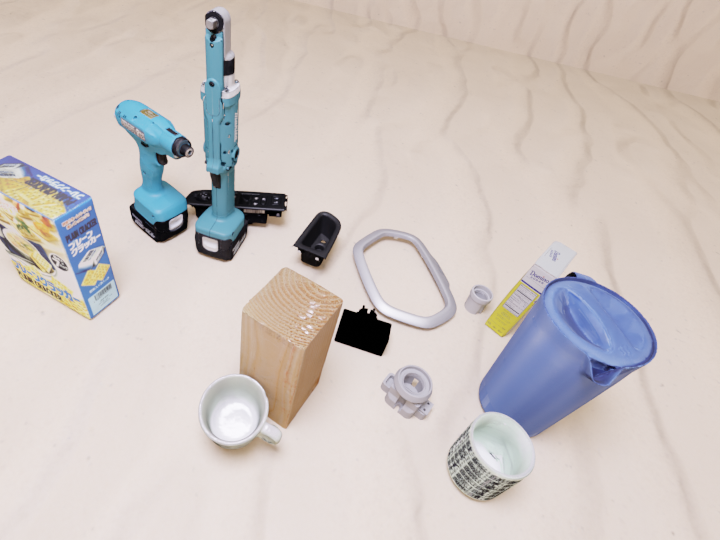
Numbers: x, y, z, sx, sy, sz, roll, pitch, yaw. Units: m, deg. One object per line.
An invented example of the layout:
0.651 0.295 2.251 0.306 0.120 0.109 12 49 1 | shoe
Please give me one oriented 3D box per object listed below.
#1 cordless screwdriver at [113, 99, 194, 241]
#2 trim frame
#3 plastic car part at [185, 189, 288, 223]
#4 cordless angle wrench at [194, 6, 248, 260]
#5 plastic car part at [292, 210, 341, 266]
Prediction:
-0.346 -0.157 0.742 0.165 0.244 0.073 35 47 18 | cordless screwdriver
0.085 0.008 0.823 0.179 0.027 0.260 -7 48 -18 | trim frame
-0.252 -0.129 0.860 0.201 0.066 0.068 6 45 -7 | plastic car part
-0.225 -0.192 0.681 0.075 0.415 0.099 18 45 0 | cordless angle wrench
-0.080 -0.052 0.818 0.067 0.069 0.117 22 45 7 | plastic car part
